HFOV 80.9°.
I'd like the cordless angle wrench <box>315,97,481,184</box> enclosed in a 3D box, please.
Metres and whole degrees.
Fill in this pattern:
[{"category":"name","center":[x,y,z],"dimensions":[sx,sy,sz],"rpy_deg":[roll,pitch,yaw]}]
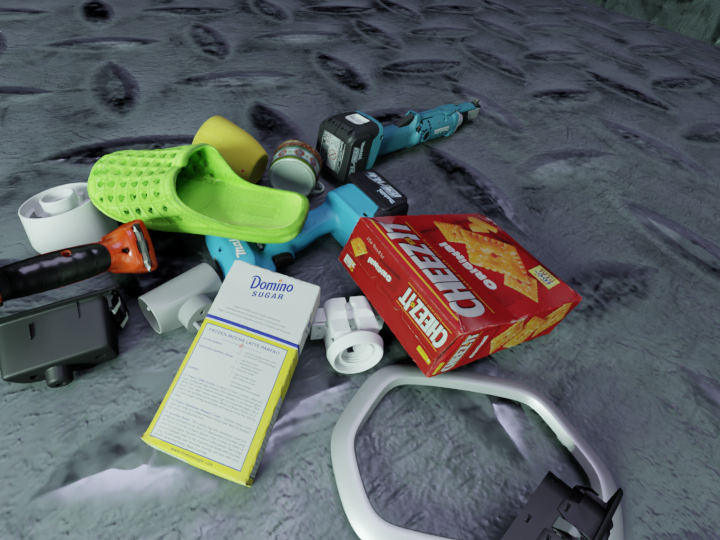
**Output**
[{"category":"cordless angle wrench","center":[0.099,-0.258,0.769],"dimensions":[0.411,0.096,0.078],"rpy_deg":[-29,57,-37]}]

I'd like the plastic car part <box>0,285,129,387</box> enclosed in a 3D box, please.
[{"category":"plastic car part","center":[-0.277,0.070,0.396],"dimensions":[0.114,0.065,0.074],"rpy_deg":[-20,66,-23]}]

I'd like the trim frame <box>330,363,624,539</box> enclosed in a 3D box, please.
[{"category":"trim frame","center":[0.097,0.169,0.367],"dimensions":[0.248,0.027,0.189],"rpy_deg":[8,43,-2]}]

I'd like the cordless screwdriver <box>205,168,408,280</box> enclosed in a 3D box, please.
[{"category":"cordless screwdriver","center":[-0.051,-0.033,0.522],"dimensions":[0.243,0.072,0.167],"rpy_deg":[-21,53,-22]}]

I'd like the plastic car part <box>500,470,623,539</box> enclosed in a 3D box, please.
[{"category":"plastic car part","center":[0.102,0.213,0.279],"dimensions":[0.199,0.064,0.071],"rpy_deg":[-33,43,-24]}]
